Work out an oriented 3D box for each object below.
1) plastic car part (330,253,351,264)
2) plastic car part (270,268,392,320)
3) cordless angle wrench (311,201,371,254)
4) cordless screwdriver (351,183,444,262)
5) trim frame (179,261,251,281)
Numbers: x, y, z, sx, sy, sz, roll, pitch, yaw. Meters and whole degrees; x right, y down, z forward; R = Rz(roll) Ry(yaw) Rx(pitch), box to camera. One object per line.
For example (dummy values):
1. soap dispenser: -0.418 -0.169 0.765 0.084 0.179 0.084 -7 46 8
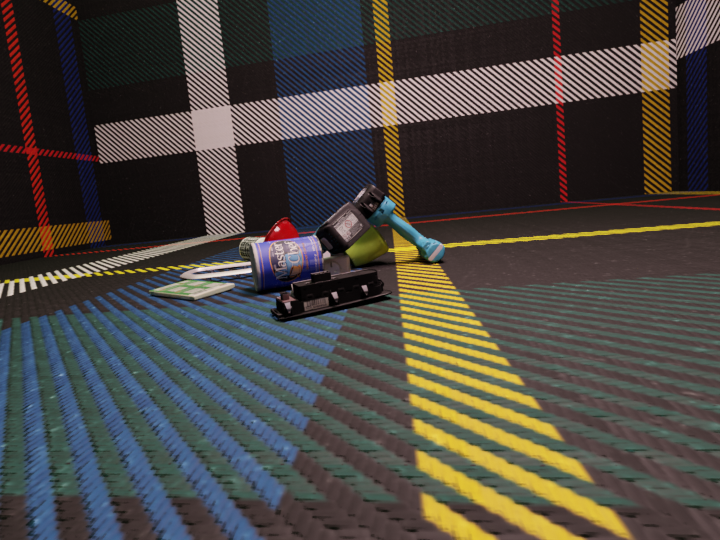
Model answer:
1. plastic car part: -0.040 -0.051 1.135 0.069 0.070 0.112 -2 7 38
2. plastic car part: -0.047 0.033 0.700 0.197 0.067 0.068 -7 1 -21
3. cordless angle wrench: -0.105 -0.068 1.069 0.097 0.073 0.432 -45 10 -21
4. cordless screwdriver: 0.092 -0.114 1.062 0.247 0.074 0.160 37 5 -4
5. trim frame: -0.366 0.002 1.155 0.246 0.027 0.188 -9 11 -8
